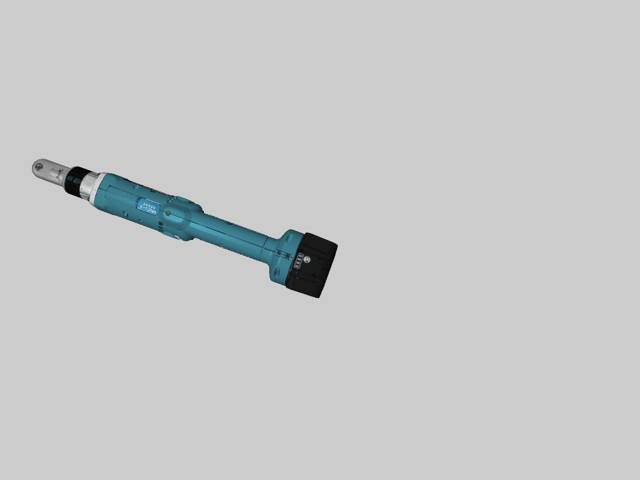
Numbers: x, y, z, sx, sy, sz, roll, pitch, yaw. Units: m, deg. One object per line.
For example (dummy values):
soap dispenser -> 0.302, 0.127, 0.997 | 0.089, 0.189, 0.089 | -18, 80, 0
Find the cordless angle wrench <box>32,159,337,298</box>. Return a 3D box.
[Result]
cordless angle wrench -> -0.188, -0.028, 0.567 | 0.423, 0.074, 0.098 | 20, -6, 2
